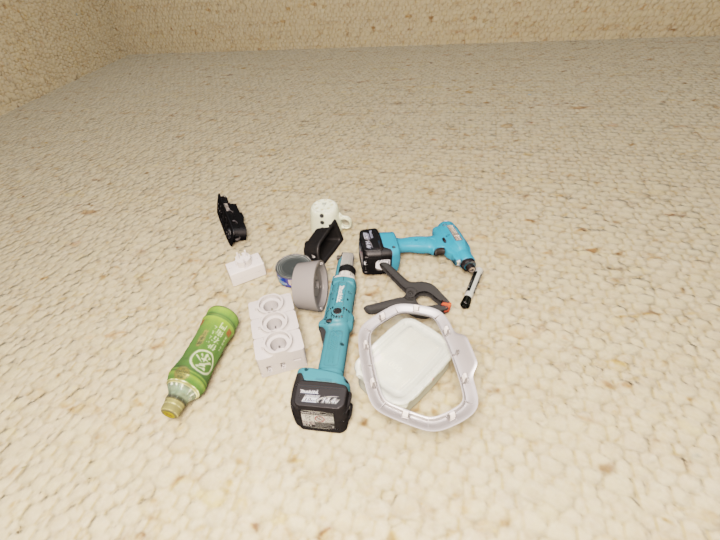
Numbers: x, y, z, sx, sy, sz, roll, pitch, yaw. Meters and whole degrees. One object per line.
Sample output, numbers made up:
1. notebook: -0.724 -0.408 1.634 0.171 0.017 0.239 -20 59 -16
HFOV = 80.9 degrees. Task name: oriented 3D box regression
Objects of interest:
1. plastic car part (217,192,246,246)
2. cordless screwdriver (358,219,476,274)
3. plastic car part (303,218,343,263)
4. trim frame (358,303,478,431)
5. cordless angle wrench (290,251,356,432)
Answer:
1. plastic car part: -0.353 -0.135 1.161 0.064 0.065 0.213 5 33 -28
2. cordless screwdriver: 0.125 -0.039 0.962 0.247 0.072 0.166 -8 41 -6
3. plastic car part: -0.102 -0.067 1.044 0.074 0.063 0.116 5 43 35
4. trim frame: 0.092 0.145 0.700 0.184 0.026 0.258 -7 40 -2
5. cordless angle wrench: -0.046 0.100 0.835 0.099 0.072 0.432 0 39 7
